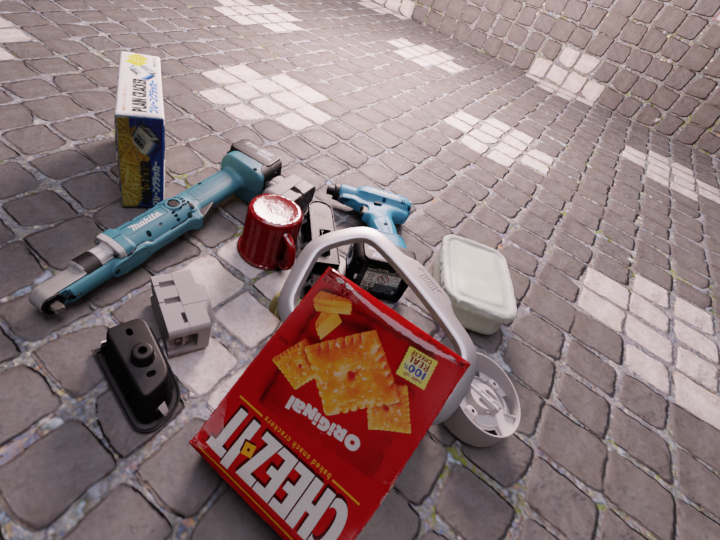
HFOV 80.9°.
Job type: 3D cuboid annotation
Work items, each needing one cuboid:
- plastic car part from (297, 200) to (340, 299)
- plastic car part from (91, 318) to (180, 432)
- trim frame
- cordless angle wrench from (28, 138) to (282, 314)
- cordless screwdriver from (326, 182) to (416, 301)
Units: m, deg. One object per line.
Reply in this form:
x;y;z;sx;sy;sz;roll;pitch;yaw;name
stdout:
-0.065;-0.042;0.664;0.065;0.065;0.211;1;41;-13;plastic car part
-0.228;0.097;0.439;0.064;0.070;0.122;-21;53;-37;plastic car part
0.017;0.058;0.483;0.182;0.027;0.258;-34;69;-13;trim frame
-0.270;-0.077;0.616;0.100;0.073;0.419;29;44;10;cordless angle wrench
0.010;-0.068;0.710;0.158;0.073;0.255;14;37;-7;cordless screwdriver
